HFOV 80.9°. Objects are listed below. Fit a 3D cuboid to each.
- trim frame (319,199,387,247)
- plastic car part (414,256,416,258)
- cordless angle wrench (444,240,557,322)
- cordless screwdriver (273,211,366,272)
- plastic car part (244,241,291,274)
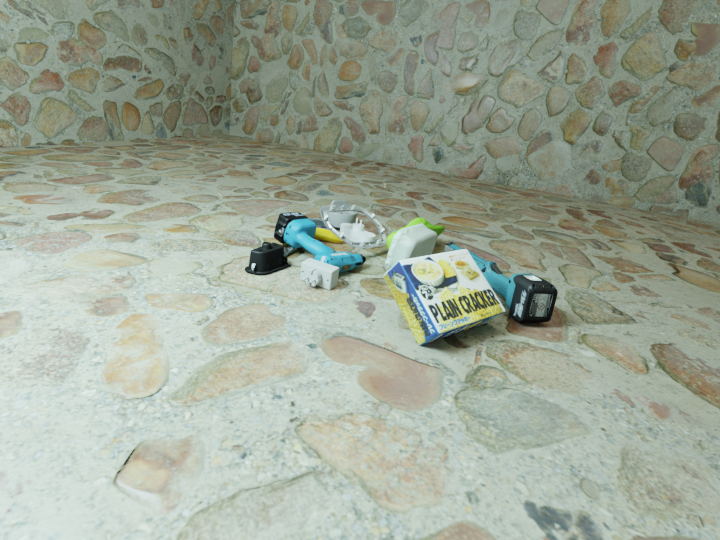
[{"bbox_3d":[-0.015,-0.137,1.231,0.238,0.027,0.192,-10,54,-46],"label":"trim frame"},{"bbox_3d":[0.135,0.042,0.981,0.067,0.066,0.203,33,22,-4],"label":"plastic car part"},{"bbox_3d":[0.325,0.004,1.099,0.072,0.096,0.439,2,19,-17],"label":"cordless angle wrench"},{"bbox_3d":[-0.111,-0.073,1.138,0.152,0.073,0.263,-8,35,-44],"label":"cordless screwdriver"},{"bbox_3d":[-0.229,-0.037,1.042,0.069,0.070,0.112,18,21,28],"label":"plastic car part"}]
